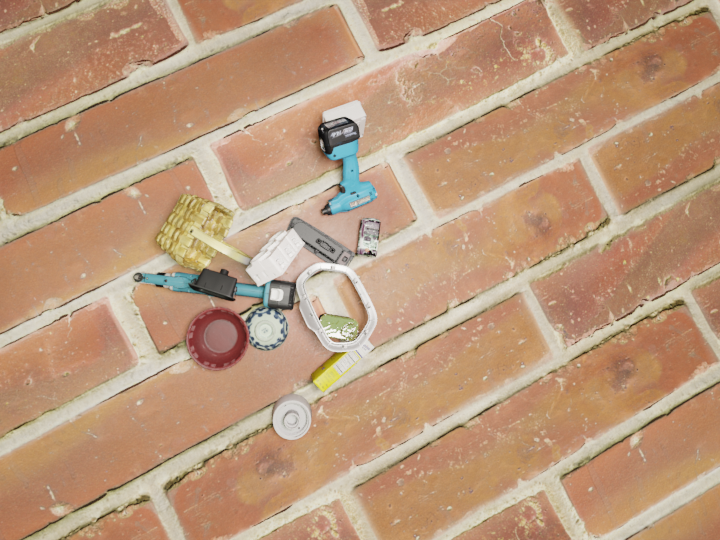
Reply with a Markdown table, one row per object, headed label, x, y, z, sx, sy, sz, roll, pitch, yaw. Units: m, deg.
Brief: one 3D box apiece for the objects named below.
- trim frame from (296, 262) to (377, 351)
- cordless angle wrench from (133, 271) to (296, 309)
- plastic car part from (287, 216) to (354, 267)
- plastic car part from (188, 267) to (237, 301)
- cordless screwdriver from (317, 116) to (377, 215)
| label | x | y | z | sx | sy | sz | roll | pitch | yaw |
| --- | --- | --- | --- | --- | --- | --- | --- | --- | --- |
| trim frame | -0.063 | 0.087 | 1.083 | 0.181 | 0.027 | 0.256 | -21 | 70 | -17 |
| cordless angle wrench | -0.383 | 0.042 | 1.113 | 0.423 | 0.097 | 0.074 | 7 | 86 | 0 |
| plastic car part | -0.113 | -0.074 | 1.153 | 0.204 | 0.067 | 0.066 | 34 | 91 | 1 |
| plastic car part | -0.355 | 0.029 | 1.048 | 0.117 | 0.065 | 0.072 | 14 | 73 | 0 |
| cordless screwdriver | -0.056 | -0.265 | 1.114 | 0.158 | 0.078 | 0.238 | -22 | 125 | -7 |
